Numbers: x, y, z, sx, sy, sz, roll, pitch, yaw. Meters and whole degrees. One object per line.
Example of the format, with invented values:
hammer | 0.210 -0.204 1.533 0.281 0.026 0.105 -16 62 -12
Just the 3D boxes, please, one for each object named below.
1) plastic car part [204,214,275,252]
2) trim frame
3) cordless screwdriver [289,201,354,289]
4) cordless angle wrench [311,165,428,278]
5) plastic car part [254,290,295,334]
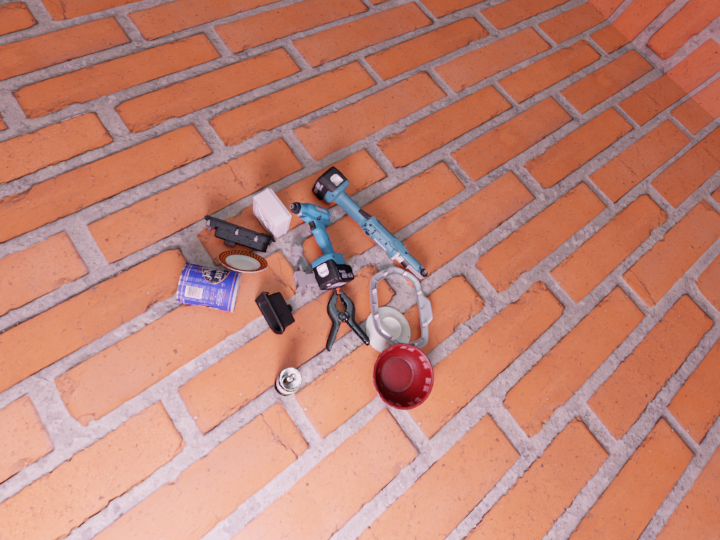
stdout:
plastic car part | -0.333 -0.095 1.159 0.201 0.066 0.068 14 75 -7
trim frame | 0.113 0.101 1.174 0.178 0.027 0.256 8 57 -18
cordless screwdriver | -0.113 -0.074 1.152 0.151 0.076 0.256 12 54 -57
cordless angle wrench | 0.036 -0.128 1.248 0.426 0.098 0.073 44 64 4
plastic car part | -0.214 0.104 1.102 0.069 0.067 0.119 -27 79 -38
